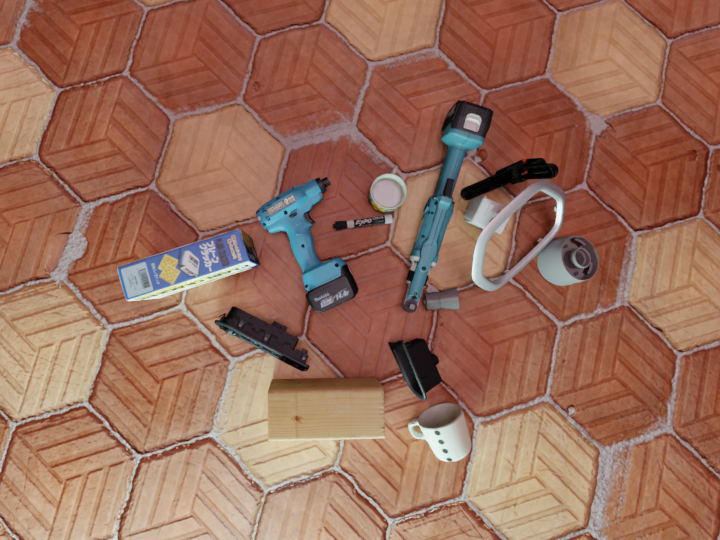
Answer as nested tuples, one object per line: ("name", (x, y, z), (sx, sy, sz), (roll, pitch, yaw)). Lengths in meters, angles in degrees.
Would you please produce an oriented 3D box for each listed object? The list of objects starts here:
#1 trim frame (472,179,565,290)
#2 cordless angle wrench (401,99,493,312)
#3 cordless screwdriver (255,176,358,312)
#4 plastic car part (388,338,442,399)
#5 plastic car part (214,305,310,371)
("trim frame", (0.303, -0.065, 0.808), (0.248, 0.029, 0.174), (-43, 128, -7))
("cordless angle wrench", (0.156, -0.120, 0.841), (0.074, 0.098, 0.423), (18, 88, -3))
("cordless screwdriver", (-0.081, -0.053, 0.825), (0.159, 0.073, 0.252), (-31, 82, 2))
("plastic car part", (0.116, 0.179, 0.819), (0.070, 0.067, 0.117), (-27, 90, -20))
("plastic car part", (-0.185, 0.126, 0.813), (0.203, 0.066, 0.067), (23, 74, 1))
